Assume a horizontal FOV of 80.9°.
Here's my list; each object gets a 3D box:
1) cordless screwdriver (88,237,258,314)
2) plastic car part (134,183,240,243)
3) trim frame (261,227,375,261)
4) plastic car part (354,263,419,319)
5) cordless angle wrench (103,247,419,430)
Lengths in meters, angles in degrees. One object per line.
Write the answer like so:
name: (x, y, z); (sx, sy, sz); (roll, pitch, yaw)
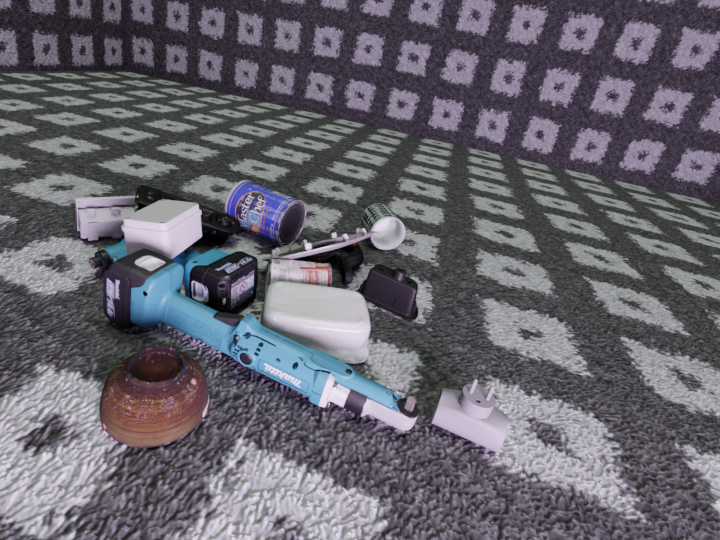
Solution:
cordless screwdriver: (-0.294, -0.004, 0.672); (0.261, 0.073, 0.155); (20, 29, 26)
plastic car part: (-0.328, -0.096, 0.808); (0.194, 0.067, 0.070); (14, 25, -28)
trim frame: (-0.078, -0.051, 0.802); (0.191, 0.027, 0.241); (-9, 10, 31)
plastic car part: (0.055, 0.027, 0.737); (0.122, 0.069, 0.064); (22, 29, 27)
cordless angle wrench: (-0.133, 0.094, 0.535); (0.434, 0.096, 0.073); (22, 28, 13)
